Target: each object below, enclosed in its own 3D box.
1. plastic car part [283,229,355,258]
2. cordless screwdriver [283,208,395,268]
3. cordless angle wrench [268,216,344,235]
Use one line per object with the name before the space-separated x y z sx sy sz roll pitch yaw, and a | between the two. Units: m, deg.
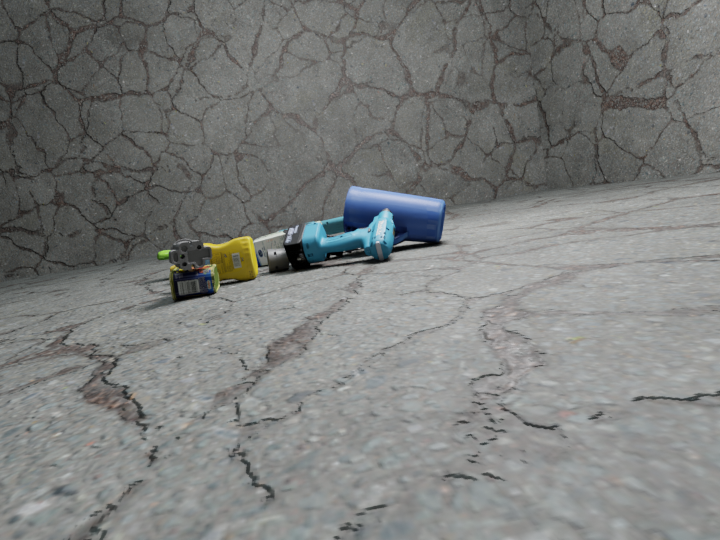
plastic car part | -0.106 -0.069 1.085 0.197 0.066 0.069 11 17 -17
cordless screwdriver | -0.045 -0.081 0.975 0.256 0.071 0.161 -5 38 18
cordless angle wrench | -0.153 -0.116 1.307 0.438 0.097 0.072 -9 9 26
